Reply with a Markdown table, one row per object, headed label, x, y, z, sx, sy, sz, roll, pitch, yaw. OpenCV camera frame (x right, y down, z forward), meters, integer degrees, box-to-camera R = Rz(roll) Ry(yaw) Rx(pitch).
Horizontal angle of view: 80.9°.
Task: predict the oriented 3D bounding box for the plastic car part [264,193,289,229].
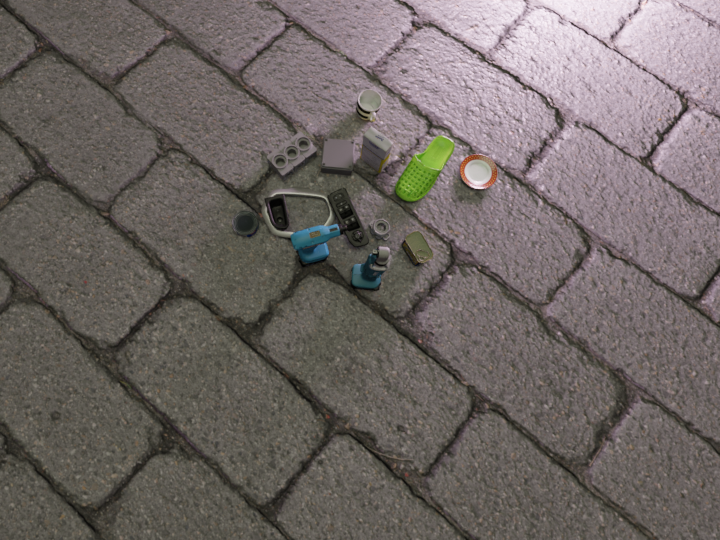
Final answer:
| label | x | y | z | sx | sy | sz | roll | pitch | yaw |
| --- | --- | --- | --- | --- | --- | --- | --- | --- | --- |
| plastic car part | -0.269 | -0.181 | 1.389 | 0.065 | 0.070 | 0.118 | -14 | 78 | -6 |

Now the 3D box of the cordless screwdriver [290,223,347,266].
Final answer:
| label | x | y | z | sx | sy | sz | roll | pitch | yaw |
| --- | --- | --- | --- | --- | --- | --- | --- | --- | --- |
| cordless screwdriver | -0.125 | -0.082 | 1.276 | 0.158 | 0.247 | 0.075 | -16 | 82 | -7 |

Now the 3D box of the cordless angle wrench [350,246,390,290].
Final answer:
| label | x | y | z | sx | sy | sz | roll | pitch | yaw |
| --- | --- | --- | --- | --- | --- | --- | --- | --- | --- |
| cordless angle wrench | 0.036 | -0.007 | 1.171 | 0.098 | 0.419 | 0.075 | 6 | 79 | -4 |

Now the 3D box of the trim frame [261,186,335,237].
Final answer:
| label | x | y | z | sx | sy | sz | roll | pitch | yaw |
| --- | --- | --- | --- | --- | --- | --- | --- | --- | --- |
| trim frame | -0.207 | -0.195 | 1.414 | 0.249 | 0.027 | 0.186 | 3 | 77 | 0 |

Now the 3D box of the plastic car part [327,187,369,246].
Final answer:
| label | x | y | z | sx | sy | sz | roll | pitch | yaw |
| --- | --- | --- | --- | --- | --- | --- | --- | --- | --- |
| plastic car part | -0.040 | -0.165 | 1.388 | 0.066 | 0.066 | 0.207 | -25 | 79 | -8 |
